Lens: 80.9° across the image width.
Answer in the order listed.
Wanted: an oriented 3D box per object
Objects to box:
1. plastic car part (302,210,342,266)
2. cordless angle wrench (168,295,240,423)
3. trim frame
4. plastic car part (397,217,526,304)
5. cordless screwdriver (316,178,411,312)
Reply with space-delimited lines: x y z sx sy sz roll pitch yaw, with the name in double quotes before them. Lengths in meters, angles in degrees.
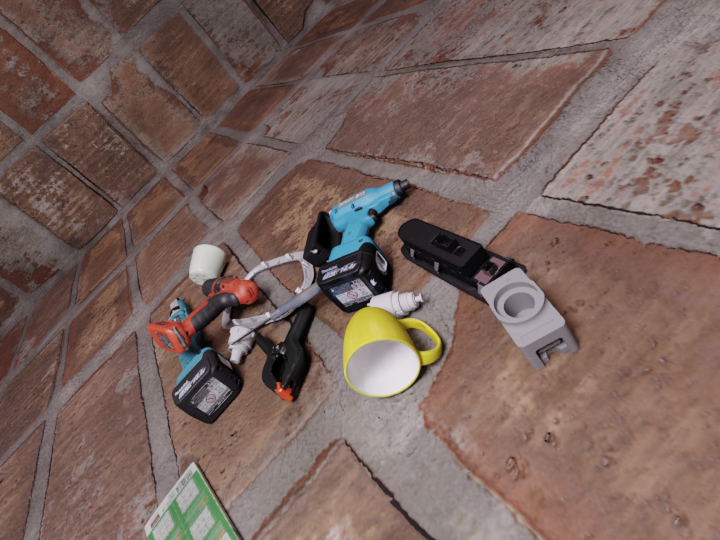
"plastic car part" -0.079 -0.052 0.806 0.072 0.063 0.120 -42 28 28
"cordless angle wrench" -0.349 0.143 0.860 0.098 0.071 0.445 -48 33 -9
"trim frame" -0.190 0.041 0.841 0.258 0.026 0.187 -13 46 34
"plastic car part" 0.115 -0.026 0.581 0.066 0.064 0.213 -53 33 -2
"cordless screwdriver" 0.014 -0.058 0.704 0.163 0.071 0.255 -25 35 24
